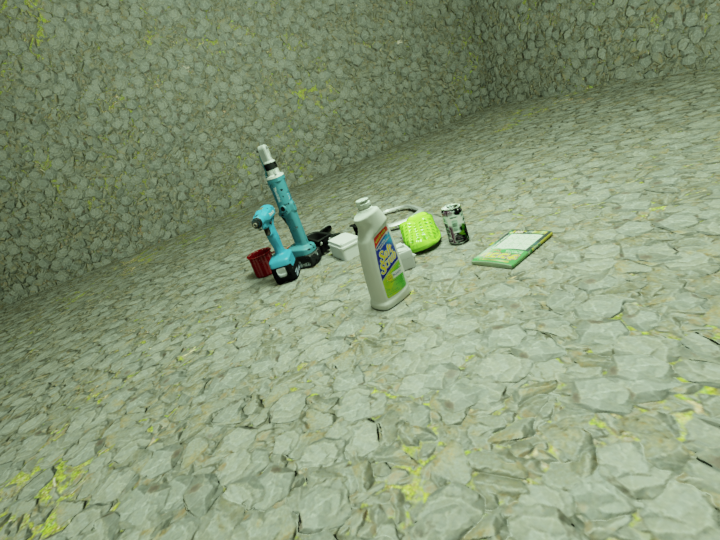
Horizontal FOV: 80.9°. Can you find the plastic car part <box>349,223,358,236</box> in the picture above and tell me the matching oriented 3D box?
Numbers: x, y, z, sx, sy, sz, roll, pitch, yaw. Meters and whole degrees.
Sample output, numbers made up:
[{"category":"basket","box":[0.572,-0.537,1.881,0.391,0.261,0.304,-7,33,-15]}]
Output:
[{"category":"plastic car part","box":[0.024,-0.136,1.446,0.065,0.065,0.212,-26,21,-16]}]

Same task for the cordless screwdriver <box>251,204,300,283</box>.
[{"category":"cordless screwdriver","box":[-0.271,-0.076,1.326,0.075,0.242,0.161,-16,19,10]}]

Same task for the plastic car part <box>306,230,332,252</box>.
[{"category":"plastic car part","box":[-0.147,-0.096,1.500,0.064,0.069,0.122,-30,22,-27]}]

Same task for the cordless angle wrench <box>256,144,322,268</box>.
[{"category":"cordless angle wrench","box":[-0.242,-0.207,1.382,0.101,0.412,0.073,-10,20,29]}]

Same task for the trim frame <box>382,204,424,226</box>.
[{"category":"trim frame","box":[0.129,-0.198,1.552,0.183,0.027,0.257,-23,21,-7]}]
